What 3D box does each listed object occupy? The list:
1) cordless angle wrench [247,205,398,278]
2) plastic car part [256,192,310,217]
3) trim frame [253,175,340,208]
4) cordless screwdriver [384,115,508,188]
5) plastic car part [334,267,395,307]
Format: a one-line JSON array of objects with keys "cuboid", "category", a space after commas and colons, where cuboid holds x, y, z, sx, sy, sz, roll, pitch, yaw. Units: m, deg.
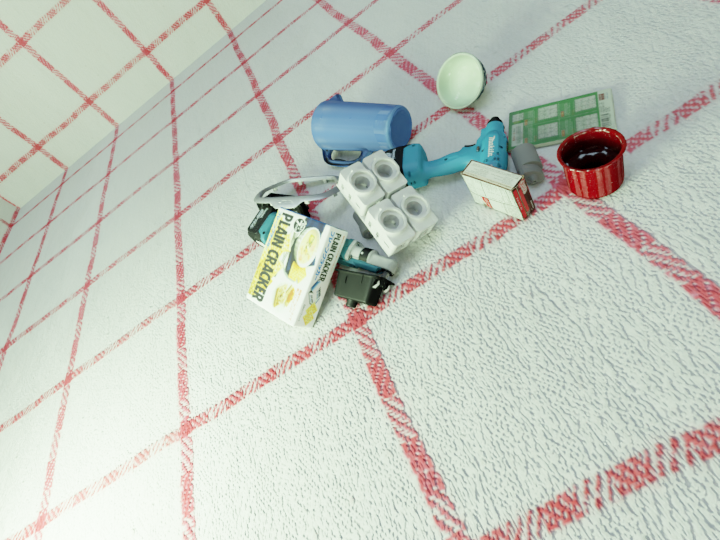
[{"cuboid": [-0.093, -0.061, 0.953, 0.447, 0.070, 0.098, 19, 71, 40], "category": "cordless angle wrench"}, {"cuboid": [-0.204, -0.174, 1.117, 0.214, 0.063, 0.067, 12, 56, 40], "category": "plastic car part"}, {"cuboid": [-0.153, -0.201, 1.067, 0.258, 0.027, 0.183, 2, 31, 22], "category": "trim frame"}, {"cuboid": [0.177, -0.243, 0.893, 0.259, 0.070, 0.161, -3, 56, 29], "category": "cordless screwdriver"}, {"cuboid": [-0.004, 0.039, 0.826, 0.122, 0.062, 0.071, 6, 76, 41], "category": "plastic car part"}]
